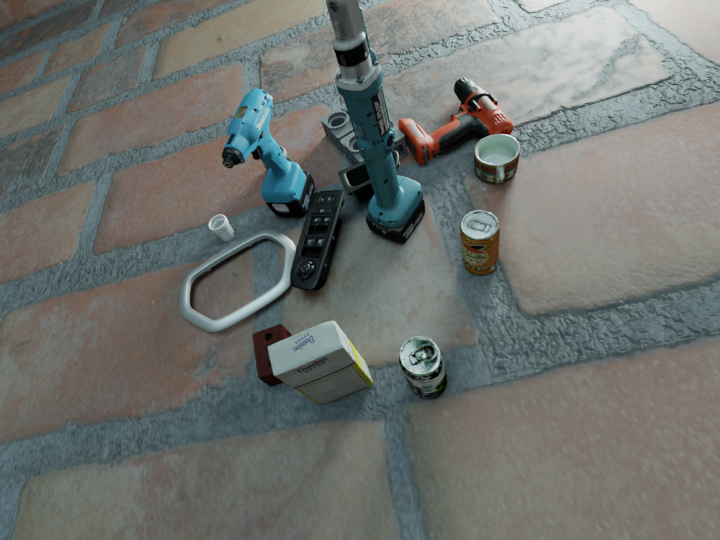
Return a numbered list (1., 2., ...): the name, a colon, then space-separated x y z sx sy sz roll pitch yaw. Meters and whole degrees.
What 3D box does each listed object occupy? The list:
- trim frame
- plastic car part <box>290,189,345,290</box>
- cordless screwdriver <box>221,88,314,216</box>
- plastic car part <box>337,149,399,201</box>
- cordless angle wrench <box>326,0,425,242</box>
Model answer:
1. trim frame: -0.233 0.013 0.803 0.248 0.026 0.194 -33 54 -3
2. plastic car part: -0.075 -0.049 0.763 0.069 0.064 0.206 4 60 20
3. cordless screwdriver: -0.169 -0.185 0.778 0.077 0.237 0.161 4 60 19
4. plastic car part: 0.026 -0.171 0.805 0.117 0.067 0.069 -21 54 5
5. cordless angle wrench: 0.022 -0.194 0.612 0.078 0.403 0.098 26 69 29
